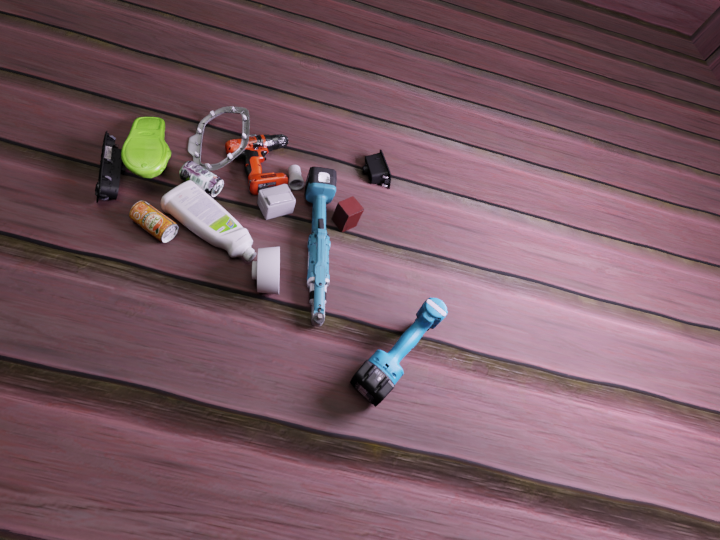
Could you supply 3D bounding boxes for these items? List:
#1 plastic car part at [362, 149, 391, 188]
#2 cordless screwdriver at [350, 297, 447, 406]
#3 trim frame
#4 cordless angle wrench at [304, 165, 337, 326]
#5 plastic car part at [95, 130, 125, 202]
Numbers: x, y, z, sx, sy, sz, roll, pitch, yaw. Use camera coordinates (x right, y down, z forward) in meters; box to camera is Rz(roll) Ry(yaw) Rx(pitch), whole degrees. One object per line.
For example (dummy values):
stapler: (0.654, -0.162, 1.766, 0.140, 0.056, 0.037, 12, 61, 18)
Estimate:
plastic car part: (0.043, -0.298, 1.247, 0.070, 0.064, 0.121, -13, 58, -7)
cordless screwdriver: (0.085, 0.172, 0.910, 0.076, 0.156, 0.247, 40, 72, 12)
trim frame: (-0.390, -0.371, 1.165, 0.187, 0.026, 0.257, -15, 58, 13)
cordless angle wrench: (-0.102, -0.067, 1.042, 0.073, 0.097, 0.434, 6, 60, -14)
plastic car part: (-0.622, -0.248, 1.050, 0.063, 0.067, 0.210, 18, 48, -37)
